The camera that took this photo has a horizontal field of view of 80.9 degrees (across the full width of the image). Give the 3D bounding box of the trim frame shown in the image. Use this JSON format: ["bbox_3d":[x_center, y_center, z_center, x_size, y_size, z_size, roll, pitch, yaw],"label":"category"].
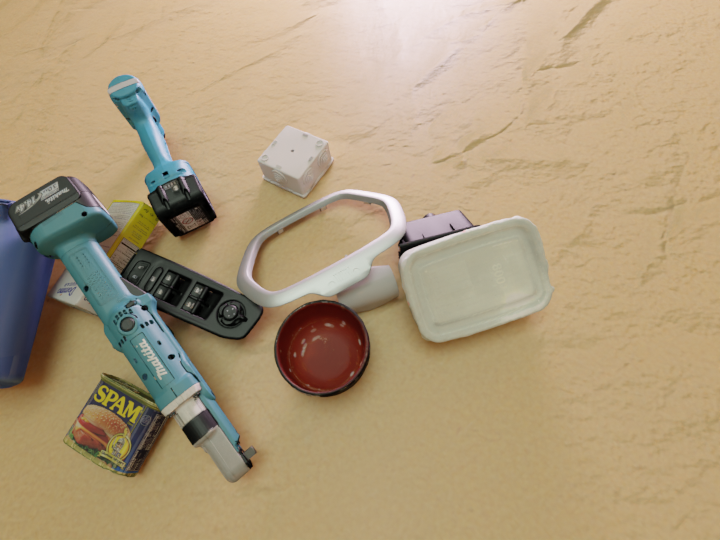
[{"bbox_3d":[-0.057,-0.037,0.579,0.247,0.026,0.194,-29,42,-8],"label":"trim frame"}]

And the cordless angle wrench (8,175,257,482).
[{"bbox_3d":[-0.269,0.066,0.508,0.097,0.073,0.434,-38,76,-15],"label":"cordless angle wrench"}]

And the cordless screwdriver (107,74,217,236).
[{"bbox_3d":[-0.315,-0.174,0.682,0.074,0.157,0.255,-27,77,-11],"label":"cordless screwdriver"}]

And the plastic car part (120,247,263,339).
[{"bbox_3d":[-0.227,0.042,0.573,0.209,0.065,0.066,19,60,14],"label":"plastic car part"}]

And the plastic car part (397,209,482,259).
[{"bbox_3d":[0.099,-0.047,0.572,0.116,0.063,0.074,-18,48,-4],"label":"plastic car part"}]
